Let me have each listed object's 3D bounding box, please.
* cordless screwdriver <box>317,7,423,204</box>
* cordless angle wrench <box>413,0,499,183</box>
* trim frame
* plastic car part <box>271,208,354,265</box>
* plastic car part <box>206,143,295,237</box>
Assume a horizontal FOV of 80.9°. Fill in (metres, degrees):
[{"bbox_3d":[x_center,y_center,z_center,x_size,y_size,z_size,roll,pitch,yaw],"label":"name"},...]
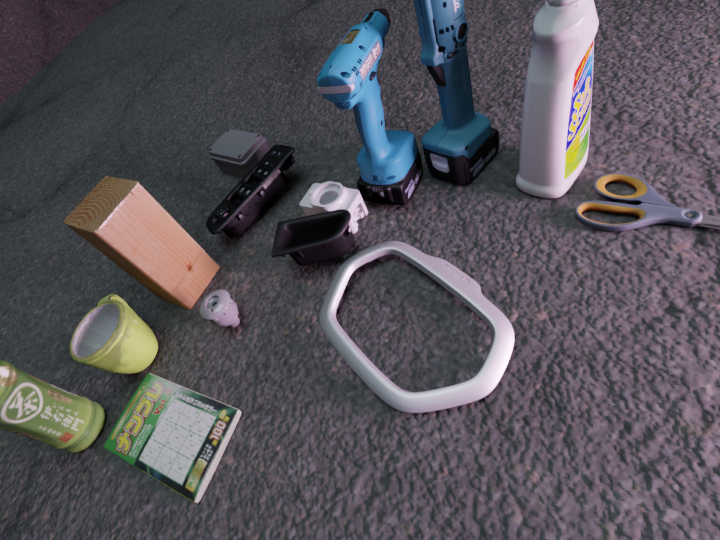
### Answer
[{"bbox_3d":[0.029,-0.218,0.593,0.078,0.236,0.160,11,60,29],"label":"cordless screwdriver"},{"bbox_3d":[0.096,-0.282,0.500,0.097,0.401,0.079,-46,51,-15],"label":"cordless angle wrench"},{"bbox_3d":[0.057,0.056,0.513,0.183,0.026,0.263,-42,49,-9],"label":"trim frame"},{"bbox_3d":[-0.060,-0.039,0.611,0.120,0.067,0.068,-9,52,18],"label":"plastic car part"},{"bbox_3d":[-0.188,-0.133,0.744,0.070,0.063,0.202,30,71,37],"label":"plastic car part"}]
